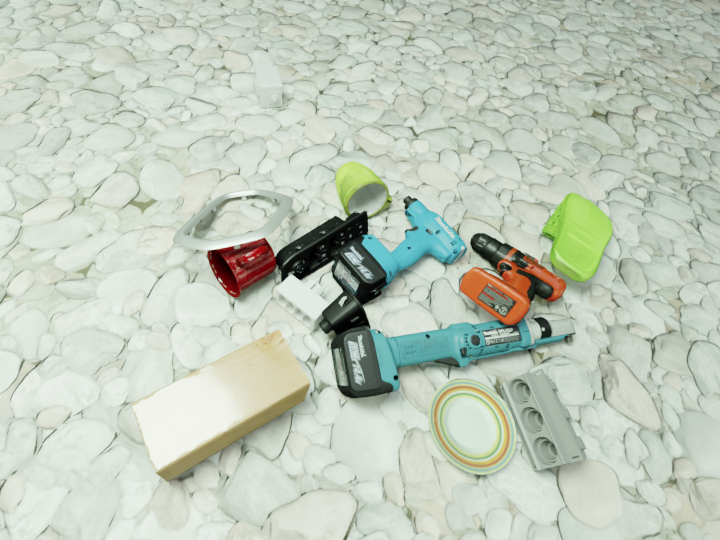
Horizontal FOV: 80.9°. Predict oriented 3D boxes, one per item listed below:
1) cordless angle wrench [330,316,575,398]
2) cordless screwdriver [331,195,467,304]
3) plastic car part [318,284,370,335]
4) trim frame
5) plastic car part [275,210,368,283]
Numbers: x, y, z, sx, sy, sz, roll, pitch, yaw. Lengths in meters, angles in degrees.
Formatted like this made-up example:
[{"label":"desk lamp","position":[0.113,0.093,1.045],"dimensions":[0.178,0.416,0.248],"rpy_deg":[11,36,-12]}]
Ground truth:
[{"label":"cordless angle wrench","position":[0.166,0.116,0.671],"dimensions":[0.413,0.075,0.100],"rpy_deg":[-6,75,-17]},{"label":"cordless screwdriver","position":[0.058,-0.049,0.772],"dimensions":[0.242,0.073,0.166],"rpy_deg":[-24,62,-27]},{"label":"plastic car part","position":[-0.031,0.072,0.660],"dimensions":[0.071,0.112,0.068],"rpy_deg":[-39,71,-5]},{"label":"trim frame","position":[-0.216,-0.092,0.732],"dimensions":[0.187,0.027,0.252],"rpy_deg":[0,32,9]},{"label":"plastic car part","position":[-0.074,-0.049,0.759],"dimensions":[0.070,0.064,0.200],"rpy_deg":[36,58,26]}]
